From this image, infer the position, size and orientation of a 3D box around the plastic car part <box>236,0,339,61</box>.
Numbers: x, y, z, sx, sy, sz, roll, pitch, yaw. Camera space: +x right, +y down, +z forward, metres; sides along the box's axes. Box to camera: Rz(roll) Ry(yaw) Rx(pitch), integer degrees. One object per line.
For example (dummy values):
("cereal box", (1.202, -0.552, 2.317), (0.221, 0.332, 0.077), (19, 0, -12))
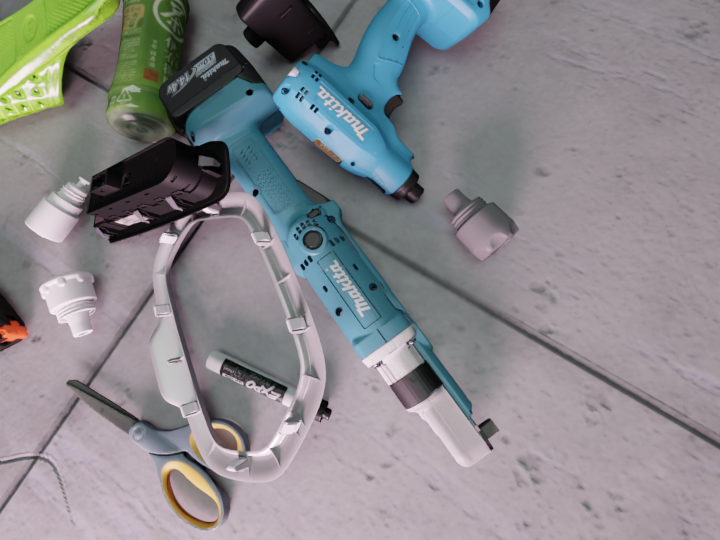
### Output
("plastic car part", (-0.084, -0.256, 0.430), (0.072, 0.112, 0.068), (-38, 74, 23))

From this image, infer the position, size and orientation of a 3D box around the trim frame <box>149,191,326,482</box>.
("trim frame", (-0.119, 0.047, 0.356), (0.187, 0.026, 0.256), (-36, 68, 28))

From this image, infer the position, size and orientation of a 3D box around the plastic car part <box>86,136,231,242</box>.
("plastic car part", (-0.197, -0.078, 0.386), (0.211, 0.063, 0.067), (-6, 68, 32))

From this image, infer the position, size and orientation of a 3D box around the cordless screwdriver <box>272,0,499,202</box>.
("cordless screwdriver", (0.052, -0.195, 0.391), (0.155, 0.076, 0.248), (38, 82, -14))

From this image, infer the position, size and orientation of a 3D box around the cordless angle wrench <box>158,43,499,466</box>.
("cordless angle wrench", (-0.037, -0.024, 0.378), (0.098, 0.072, 0.435), (-36, 75, 0))
